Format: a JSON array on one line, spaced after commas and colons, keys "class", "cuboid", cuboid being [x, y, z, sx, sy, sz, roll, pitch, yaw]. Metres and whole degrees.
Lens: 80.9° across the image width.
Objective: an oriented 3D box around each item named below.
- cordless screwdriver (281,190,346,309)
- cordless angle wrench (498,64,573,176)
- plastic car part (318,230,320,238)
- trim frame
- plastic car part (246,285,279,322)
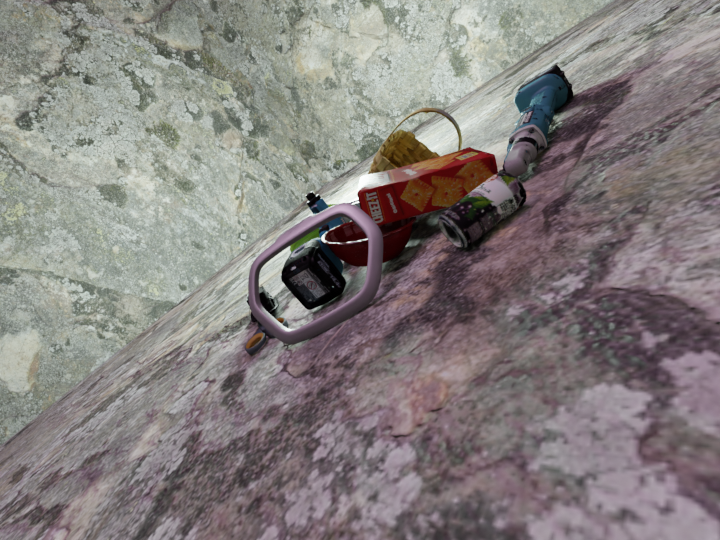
[{"class": "cordless screwdriver", "cuboid": [-0.077, -0.050, 0.785, 0.076, 0.155, 0.250, -31, 16, 24]}, {"class": "cordless angle wrench", "cuboid": [0.314, -0.270, 0.766, 0.101, 0.072, 0.420, -24, 21, 41]}, {"class": "plastic car part", "cuboid": [-0.072, -0.066, 0.986, 0.067, 0.069, 0.117, -30, 18, 20]}, {"class": "trim frame", "cuboid": [-0.074, 0.002, 0.641, 0.252, 0.191, 0.026, -32, -25, 20]}, {"class": "plastic car part", "cuboid": [-0.209, 0.064, 0.887, 0.065, 0.066, 0.208, -23, 10, -12]}]
